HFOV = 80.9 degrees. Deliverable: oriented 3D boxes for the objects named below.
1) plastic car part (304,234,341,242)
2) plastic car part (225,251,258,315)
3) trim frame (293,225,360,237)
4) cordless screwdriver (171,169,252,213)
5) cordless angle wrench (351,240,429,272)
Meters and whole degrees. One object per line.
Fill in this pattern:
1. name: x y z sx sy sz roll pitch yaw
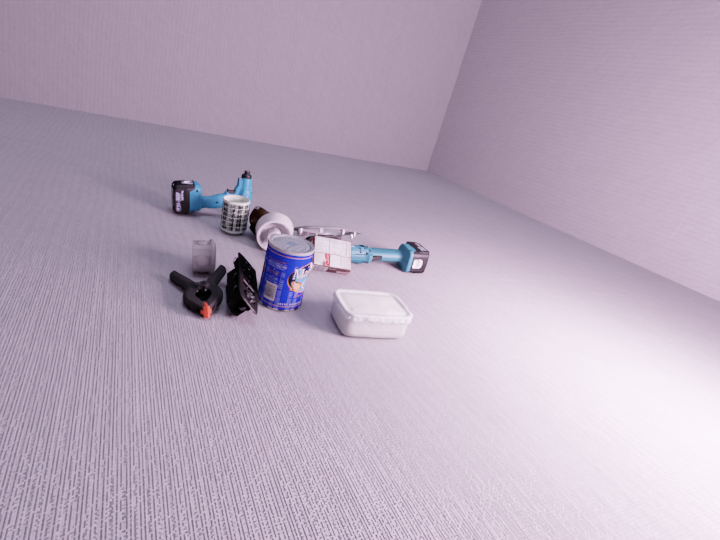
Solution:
1. plastic car part: -0.124 -0.081 1.273 0.113 0.065 0.074 3 12 -21
2. plastic car part: -0.257 0.033 0.901 0.067 0.063 0.212 -30 29 -5
3. trim frame: -0.106 -0.117 1.312 0.192 0.027 0.238 2 2 27
4. cordless screwdriver: -0.463 -0.248 1.333 0.239 0.157 0.078 0 25 -28
5. cordless angle wrench: 0.001 -0.048 1.254 0.409 0.073 0.103 2 25 -21
